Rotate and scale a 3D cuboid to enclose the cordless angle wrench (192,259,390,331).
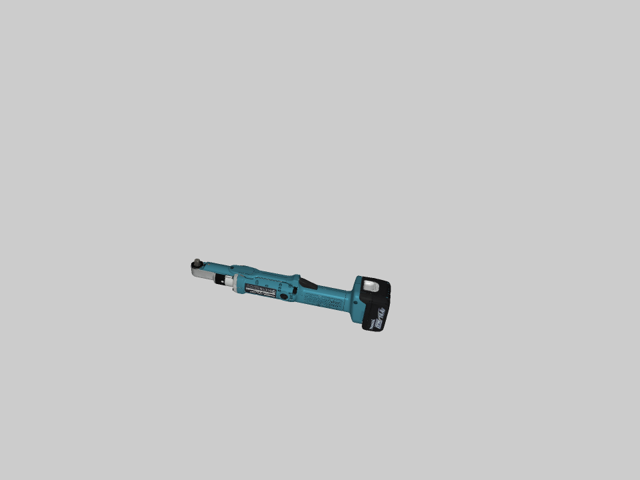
[{"bbox_3d":[-0.069,0.100,0.894,0.423,0.098,0.074,10,37,5],"label":"cordless angle wrench"}]
